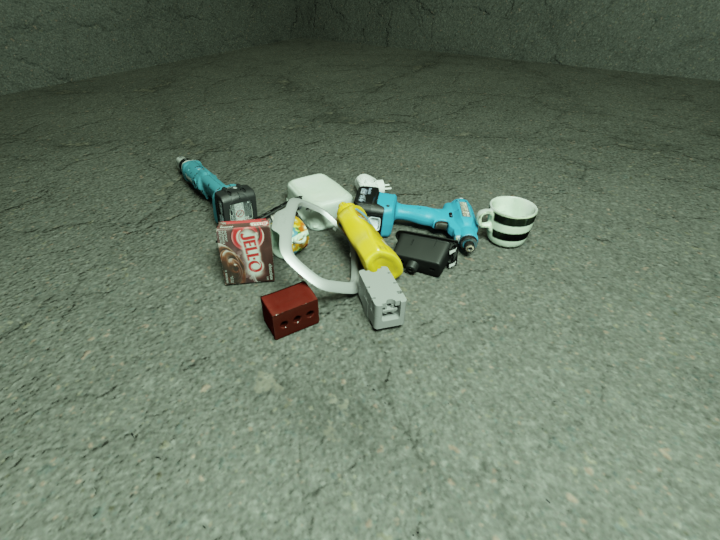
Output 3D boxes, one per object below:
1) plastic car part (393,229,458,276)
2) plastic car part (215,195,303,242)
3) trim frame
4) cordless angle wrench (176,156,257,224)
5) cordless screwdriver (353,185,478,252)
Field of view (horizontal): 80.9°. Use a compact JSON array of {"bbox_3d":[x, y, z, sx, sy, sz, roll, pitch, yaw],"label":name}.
[{"bbox_3d":[0.110,-0.024,0.765,0.121,0.063,0.071,13,52,23],"label":"plastic car part"},{"bbox_3d":[-0.198,-0.085,0.850,0.198,0.065,0.069,-32,22,-35],"label":"plastic car part"},{"bbox_3d":[-0.074,-0.048,0.755,0.177,0.028,0.256,30,31,-21],"label":"trim frame"},{"bbox_3d":[-0.371,-0.210,1.014,0.072,0.095,0.448,-19,36,-30],"label":"cordless angle wrench"},{"bbox_3d":[0.107,-0.099,0.851,0.251,0.072,0.162,6,37,4],"label":"cordless screwdriver"}]
